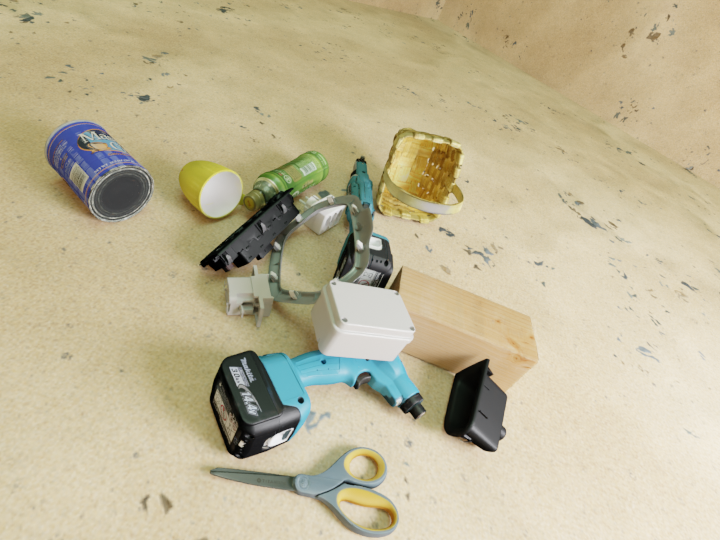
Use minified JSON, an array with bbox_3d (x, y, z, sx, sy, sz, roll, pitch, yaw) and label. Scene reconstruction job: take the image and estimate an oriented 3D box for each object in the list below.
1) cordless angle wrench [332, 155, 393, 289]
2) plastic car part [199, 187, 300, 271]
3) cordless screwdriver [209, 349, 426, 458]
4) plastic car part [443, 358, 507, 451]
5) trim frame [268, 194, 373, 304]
[{"bbox_3d":[0.000,-0.113,0.810,0.073,0.097,0.435,14,36,-12],"label":"cordless angle wrench"},{"bbox_3d":[-0.160,-0.063,0.675,0.065,0.068,0.202,44,54,-15],"label":"plastic car part"},{"bbox_3d":[-0.042,0.144,0.507,0.239,0.074,0.167,-14,51,-40],"label":"cordless screwdriver"},{"bbox_3d":[0.159,0.188,0.558,0.070,0.066,0.116,36,43,-6],"label":"plastic car part"},{"bbox_3d":[-0.064,-0.042,0.655,0.187,0.026,0.256,-21,37,14],"label":"trim frame"}]
